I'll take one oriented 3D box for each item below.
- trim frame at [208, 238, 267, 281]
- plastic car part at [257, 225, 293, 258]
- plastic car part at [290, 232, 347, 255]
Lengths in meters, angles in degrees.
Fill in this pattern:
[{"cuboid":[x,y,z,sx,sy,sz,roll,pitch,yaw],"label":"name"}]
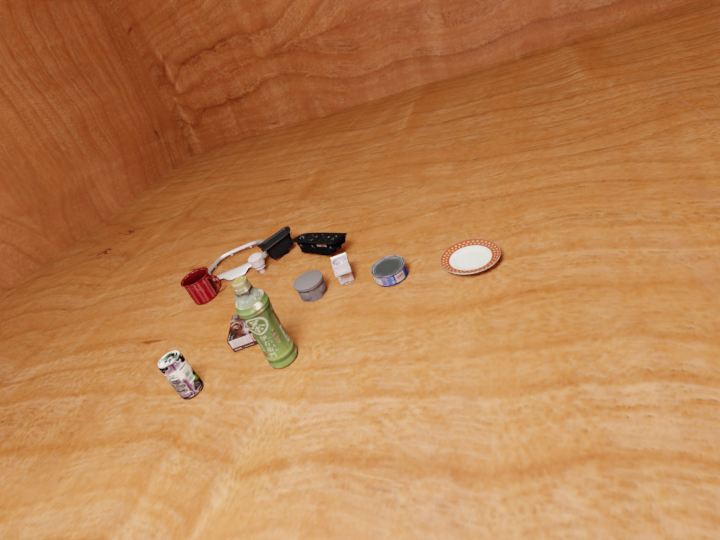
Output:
[{"cuboid":[-0.406,-0.033,1.406,0.250,0.026,0.191,-22,31,5],"label":"trim frame"},{"cuboid":[-0.254,-0.078,1.329,0.115,0.068,0.070,-36,32,-19],"label":"plastic car part"},{"cuboid":[-0.122,-0.080,1.243,0.214,0.064,0.065,10,44,44],"label":"plastic car part"}]
